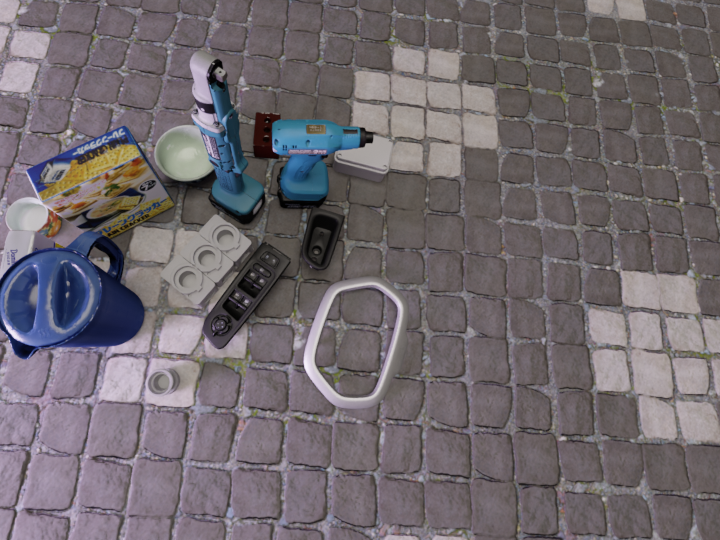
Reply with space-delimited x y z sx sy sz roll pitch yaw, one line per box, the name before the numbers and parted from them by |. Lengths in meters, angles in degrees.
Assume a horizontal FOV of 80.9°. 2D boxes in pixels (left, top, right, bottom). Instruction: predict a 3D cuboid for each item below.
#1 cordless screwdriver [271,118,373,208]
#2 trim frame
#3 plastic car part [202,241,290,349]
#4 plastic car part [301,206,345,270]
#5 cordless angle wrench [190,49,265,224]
cordless screwdriver | -0.077 -0.187 0.756 0.157 0.248 0.075 -1 77 -9
trim frame | -0.002 0.129 0.787 0.184 0.027 0.250 18 73 0
plastic car part | -0.211 0.048 0.771 0.067 0.067 0.202 34 74 2
plastic car part | -0.079 -0.052 0.809 0.066 0.070 0.117 16 74 -4
cordless angle wrench | -0.208 -0.183 0.653 0.098 0.422 0.074 33 74 -2
